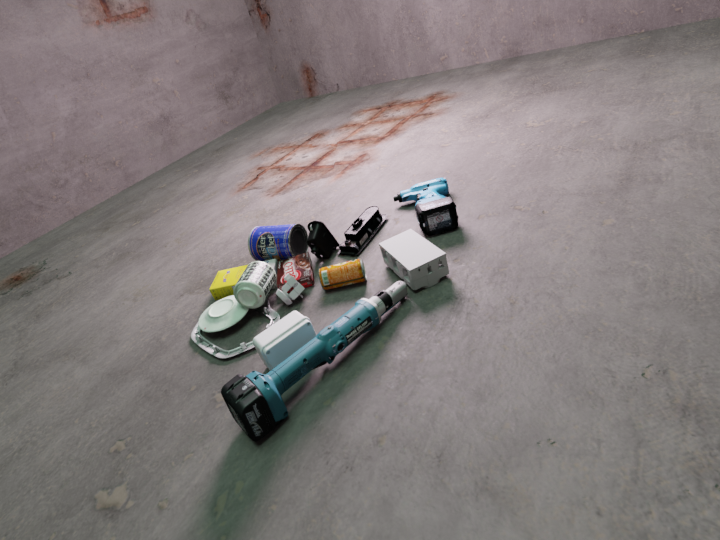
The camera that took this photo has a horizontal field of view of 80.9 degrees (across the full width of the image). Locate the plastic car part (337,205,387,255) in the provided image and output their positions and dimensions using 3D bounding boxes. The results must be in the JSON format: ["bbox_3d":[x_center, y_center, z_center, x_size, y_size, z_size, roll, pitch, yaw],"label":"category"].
[{"bbox_3d":[0.005,-0.118,1.168,0.069,0.065,0.200,-2,32,39],"label":"plastic car part"}]

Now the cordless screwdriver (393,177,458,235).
[{"bbox_3d":[0.174,-0.181,1.157,0.162,0.072,0.254,-13,28,10],"label":"cordless screwdriver"}]

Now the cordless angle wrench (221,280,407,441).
[{"bbox_3d":[-0.055,0.135,0.791,0.415,0.094,0.079,-35,37,-29],"label":"cordless angle wrench"}]

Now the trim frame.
[{"bbox_3d":[-0.298,0.123,0.998,0.262,0.026,0.181,14,44,44],"label":"trim frame"}]

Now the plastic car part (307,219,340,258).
[{"bbox_3d":[-0.110,-0.072,1.124,0.069,0.110,0.072,-2,58,27],"label":"plastic car part"}]
